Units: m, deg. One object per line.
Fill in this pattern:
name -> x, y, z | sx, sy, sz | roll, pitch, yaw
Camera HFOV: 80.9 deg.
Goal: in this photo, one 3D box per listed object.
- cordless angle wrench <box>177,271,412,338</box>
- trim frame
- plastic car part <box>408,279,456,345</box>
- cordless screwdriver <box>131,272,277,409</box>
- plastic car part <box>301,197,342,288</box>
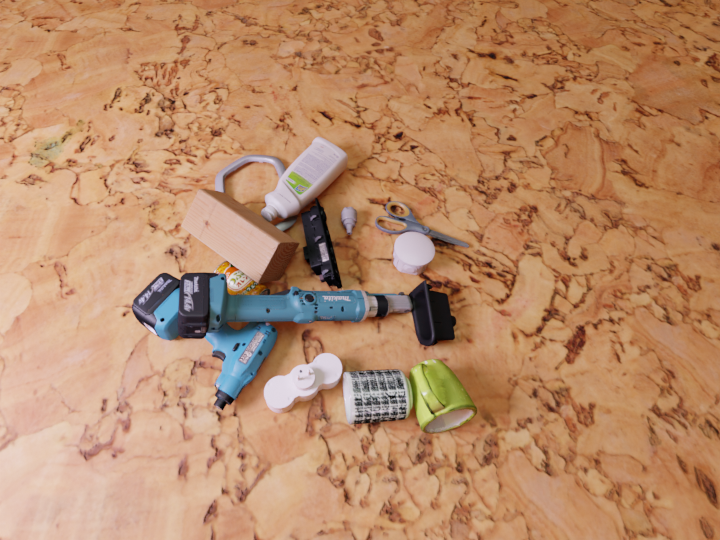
cordless angle wrench -> -0.098, 0.062, 0.745 | 0.411, 0.073, 0.102 | 2, 51, -18
trim frame -> -0.232, -0.173, 0.956 | 0.182, 0.027, 0.259 | -14, 57, -9
plastic car part -> 0.140, 0.085, 0.784 | 0.069, 0.066, 0.120 | 2, 60, -19
cordless screwdriver -> -0.287, 0.119, 0.741 | 0.254, 0.073, 0.159 | 25, 58, 10
plastic car part -> -0.085, -0.056, 0.869 | 0.068, 0.063, 0.210 | -19, 58, 15
